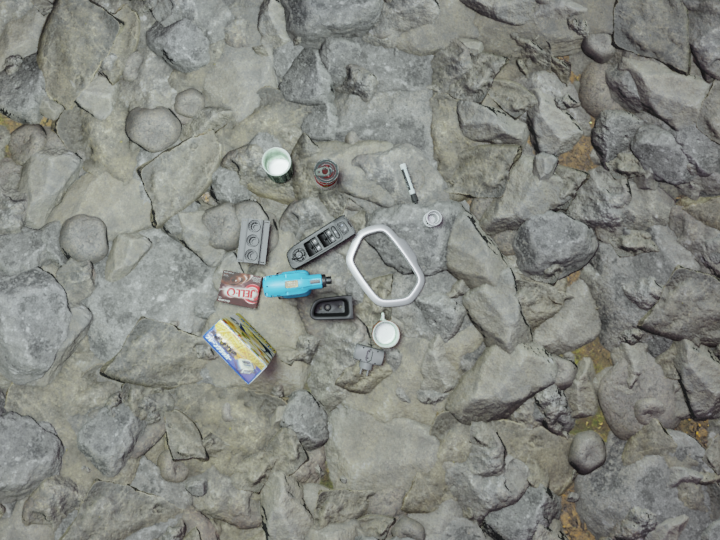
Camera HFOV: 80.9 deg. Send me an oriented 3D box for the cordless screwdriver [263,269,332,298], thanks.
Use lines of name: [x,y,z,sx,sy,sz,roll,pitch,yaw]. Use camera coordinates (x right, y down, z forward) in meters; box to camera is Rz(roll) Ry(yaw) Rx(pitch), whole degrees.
cordless screwdriver: [-0.155,0.033,1.082,0.159,0.248,0.075,-6,88,-4]

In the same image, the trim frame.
trim frame: [0.071,-0.012,1.195,0.184,0.027,0.250,-36,86,-3]

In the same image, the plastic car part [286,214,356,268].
plastic car part: [-0.116,-0.076,1.182,0.202,0.067,0.067,-32,88,-3]

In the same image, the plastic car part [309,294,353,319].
plastic car part: [-0.082,0.103,1.163,0.116,0.071,0.066,-4,87,-1]
